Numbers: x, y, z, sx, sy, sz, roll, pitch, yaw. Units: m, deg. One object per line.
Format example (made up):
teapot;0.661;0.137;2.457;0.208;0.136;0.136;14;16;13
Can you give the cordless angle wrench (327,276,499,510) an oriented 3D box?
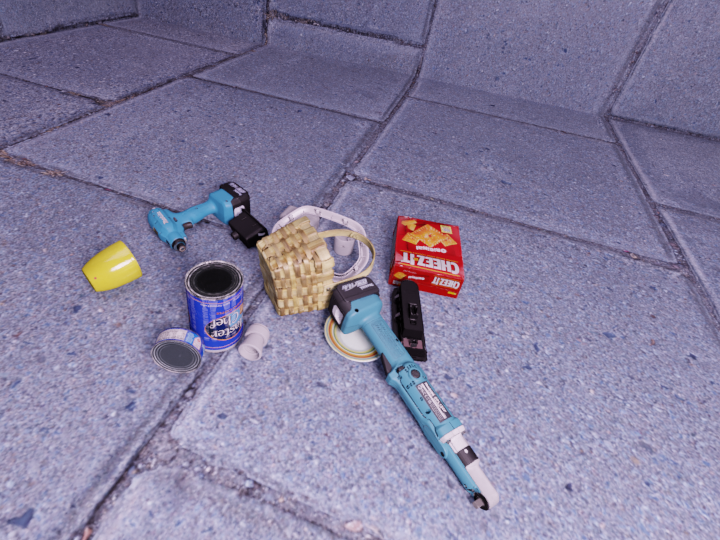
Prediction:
cordless angle wrench;0.084;0.192;0.735;0.095;0.073;0.444;-16;52;-29

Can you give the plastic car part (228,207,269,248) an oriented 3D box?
plastic car part;-0.285;-0.098;1.052;0.070;0.063;0.123;-38;57;-24

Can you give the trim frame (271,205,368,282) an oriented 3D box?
trim frame;-0.099;-0.065;1.017;0.254;0.027;0.185;21;70;12

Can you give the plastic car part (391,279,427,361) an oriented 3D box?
plastic car part;0.100;0.091;0.886;0.066;0.065;0.208;2;36;0

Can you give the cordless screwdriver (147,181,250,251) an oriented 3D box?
cordless screwdriver;-0.390;-0.133;1.066;0.242;0.072;0.168;-28;51;-31
